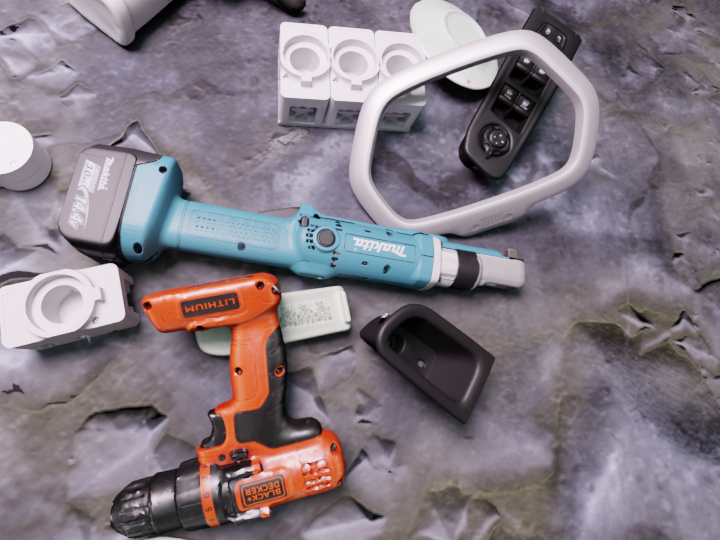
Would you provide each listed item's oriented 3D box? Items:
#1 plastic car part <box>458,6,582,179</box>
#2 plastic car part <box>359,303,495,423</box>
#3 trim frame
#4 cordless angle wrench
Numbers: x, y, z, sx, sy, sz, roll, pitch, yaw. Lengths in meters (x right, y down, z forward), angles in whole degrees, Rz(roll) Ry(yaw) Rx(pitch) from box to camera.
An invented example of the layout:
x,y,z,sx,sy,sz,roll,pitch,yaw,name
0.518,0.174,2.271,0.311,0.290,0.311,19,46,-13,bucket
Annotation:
x,y,z,sx,sy,sz,roll,pitch,yaw,name
0.165,-0.191,0.474,0.064,0.069,0.203,33,76,-16,plastic car part
0.049,0.072,0.380,0.113,0.073,0.066,38,70,-16,plastic car part
0.109,-0.125,0.421,0.250,0.028,0.181,-19,101,5,trim frame
-0.039,-0.025,0.398,0.417,0.074,0.099,9,74,-8,cordless angle wrench
